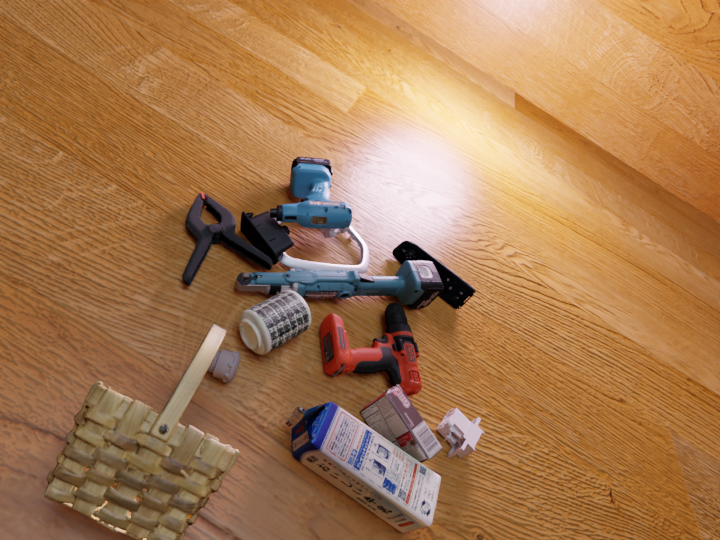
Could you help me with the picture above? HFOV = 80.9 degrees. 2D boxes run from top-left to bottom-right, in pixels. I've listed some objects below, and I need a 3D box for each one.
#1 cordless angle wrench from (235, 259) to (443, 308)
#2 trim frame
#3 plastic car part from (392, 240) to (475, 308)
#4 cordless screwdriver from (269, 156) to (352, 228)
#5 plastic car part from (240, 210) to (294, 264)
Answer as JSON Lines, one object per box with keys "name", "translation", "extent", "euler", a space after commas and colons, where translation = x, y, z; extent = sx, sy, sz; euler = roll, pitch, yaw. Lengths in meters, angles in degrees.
{"name": "cordless angle wrench", "translation": [-0.036, 0.027, 0.833], "extent": [0.408, 0.097, 0.077], "euler": [1, 53, -24]}
{"name": "trim frame", "translation": [-0.090, -0.059, 0.915], "extent": [0.238, 0.027, 0.192], "euler": [7, 48, -28]}
{"name": "plastic car part", "translation": [0.170, -0.003, 0.993], "extent": [0.204, 0.066, 0.066], "euler": [37, 33, 3]}
{"name": "cordless screwdriver", "translation": [-0.119, -0.167, 0.906], "extent": [0.156, 0.073, 0.259], "euler": [-1, 34, -13]}
{"name": "plastic car part", "translation": [-0.176, -0.070, 0.829], "extent": [0.070, 0.065, 0.120], "euler": [-36, 73, -30]}
